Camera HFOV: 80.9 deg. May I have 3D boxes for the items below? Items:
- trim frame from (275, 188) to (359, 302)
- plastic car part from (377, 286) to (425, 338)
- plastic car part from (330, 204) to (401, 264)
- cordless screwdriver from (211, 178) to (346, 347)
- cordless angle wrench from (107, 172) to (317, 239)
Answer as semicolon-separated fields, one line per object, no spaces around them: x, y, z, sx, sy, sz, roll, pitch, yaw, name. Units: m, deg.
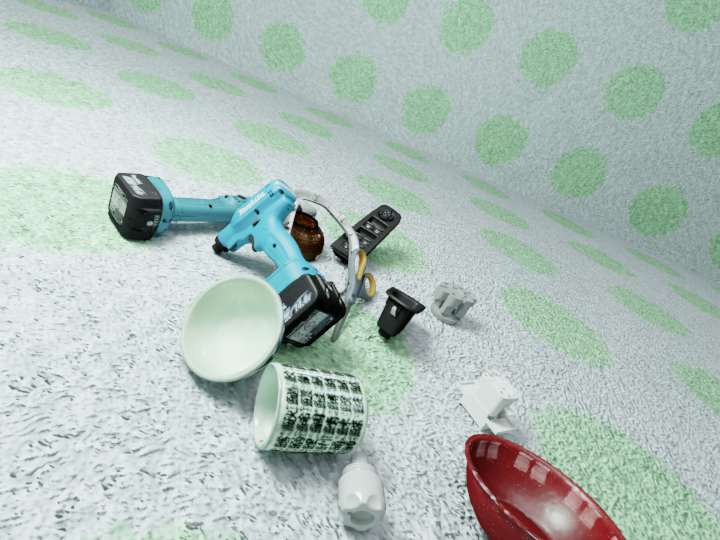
-0.072;-0.047;0.736;0.177;0.028;0.254;29;43;-23;trim frame
0.054;0.071;0.659;0.068;0.071;0.113;30;10;12;plastic car part
0.018;-0.068;0.872;0.069;0.065;0.200;27;50;21;plastic car part
-0.133;-0.005;0.609;0.070;0.160;0.261;35;22;-52;cordless screwdriver
-0.231;-0.113;0.783;0.103;0.074;0.404;41;28;30;cordless angle wrench
